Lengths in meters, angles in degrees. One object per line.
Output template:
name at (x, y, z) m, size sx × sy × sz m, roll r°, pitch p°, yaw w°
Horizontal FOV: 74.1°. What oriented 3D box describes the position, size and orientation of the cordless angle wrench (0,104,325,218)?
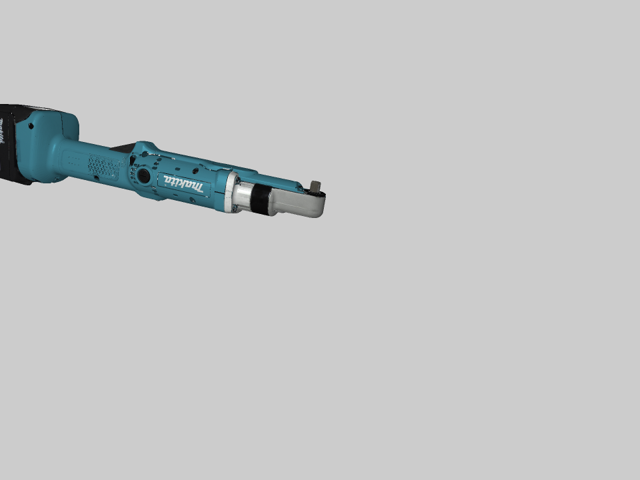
cordless angle wrench at (-0.199, -0.082, 0.514) m, size 0.423 × 0.098 × 0.074 m, roll 13°, pitch 16°, yaw 10°
